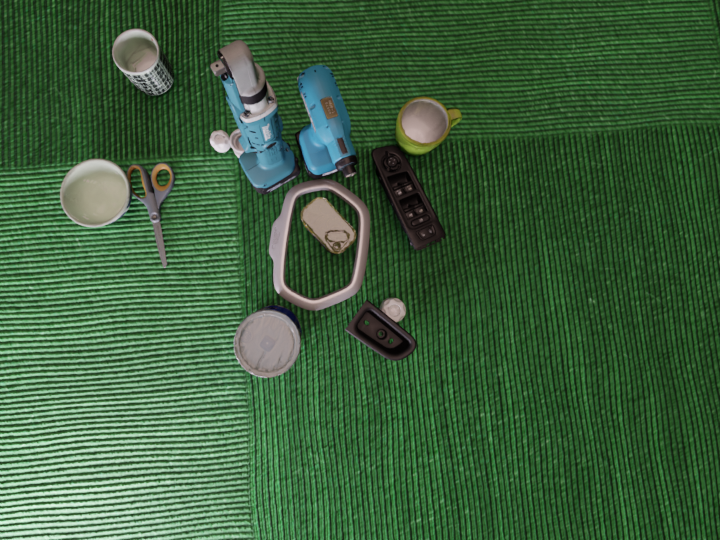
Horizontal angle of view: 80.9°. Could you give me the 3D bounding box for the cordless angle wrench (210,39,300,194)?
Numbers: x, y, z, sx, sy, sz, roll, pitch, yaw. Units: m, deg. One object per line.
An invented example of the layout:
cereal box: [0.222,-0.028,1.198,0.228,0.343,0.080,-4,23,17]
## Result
cordless angle wrench: [-0.142,-0.199,0.602,0.097,0.424,0.074,-31,92,-7]

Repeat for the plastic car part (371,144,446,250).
plastic car part: [0.081,-0.137,0.781,0.066,0.067,0.204,-24,86,-6]

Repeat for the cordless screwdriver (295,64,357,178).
cordless screwdriver: [-0.054,-0.204,0.692,0.074,0.249,0.160,-20,89,-7]

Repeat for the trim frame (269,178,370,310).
trim frame: [-0.077,-0.050,0.788,0.184,0.027,0.249,7,85,-1]

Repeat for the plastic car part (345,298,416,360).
plastic car part: [0.035,0.111,0.755,0.117,0.071,0.066,37,84,0]
